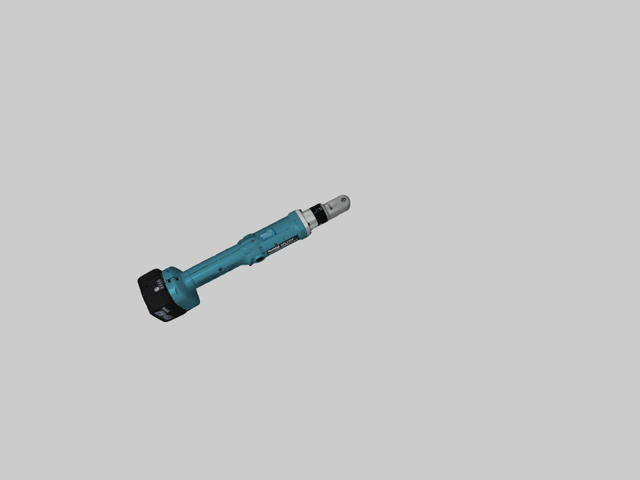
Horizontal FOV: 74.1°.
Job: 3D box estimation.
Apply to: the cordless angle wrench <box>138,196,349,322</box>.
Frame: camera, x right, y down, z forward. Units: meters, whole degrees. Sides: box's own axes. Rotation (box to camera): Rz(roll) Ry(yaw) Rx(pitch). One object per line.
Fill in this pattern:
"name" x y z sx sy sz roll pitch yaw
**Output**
"cordless angle wrench" -0.128 0.017 0.811 0.422 0.074 0.098 -28 -22 -8
